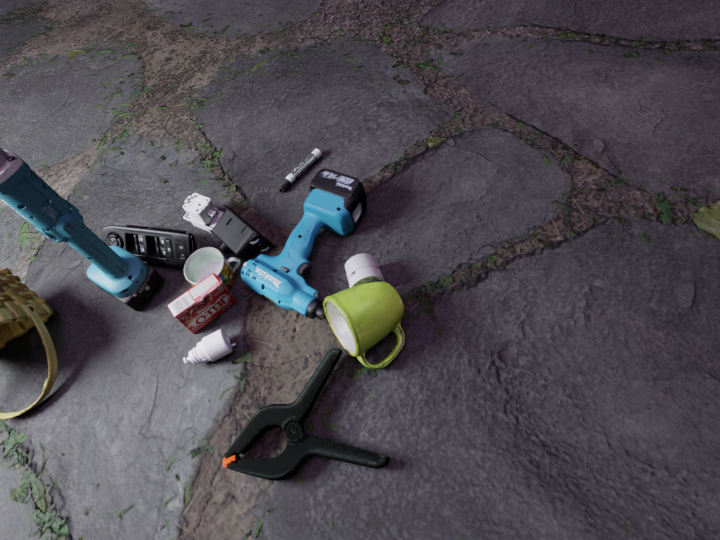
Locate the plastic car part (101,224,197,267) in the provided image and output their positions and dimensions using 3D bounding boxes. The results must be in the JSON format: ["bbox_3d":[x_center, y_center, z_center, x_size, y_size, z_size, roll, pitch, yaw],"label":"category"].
[{"bbox_3d":[-0.387,-0.055,0.782,0.207,0.064,0.067,5,31,12],"label":"plastic car part"}]

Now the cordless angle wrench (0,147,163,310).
[{"bbox_3d":[-0.425,-0.071,0.593,0.102,0.406,0.074,24,65,20],"label":"cordless angle wrench"}]

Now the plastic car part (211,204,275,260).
[{"bbox_3d":[-0.222,-0.059,0.759,0.123,0.063,0.071,34,84,30],"label":"plastic car part"}]

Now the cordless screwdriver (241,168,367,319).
[{"bbox_3d":[-0.069,-0.045,0.709,0.166,0.071,0.248,27,71,24],"label":"cordless screwdriver"}]
